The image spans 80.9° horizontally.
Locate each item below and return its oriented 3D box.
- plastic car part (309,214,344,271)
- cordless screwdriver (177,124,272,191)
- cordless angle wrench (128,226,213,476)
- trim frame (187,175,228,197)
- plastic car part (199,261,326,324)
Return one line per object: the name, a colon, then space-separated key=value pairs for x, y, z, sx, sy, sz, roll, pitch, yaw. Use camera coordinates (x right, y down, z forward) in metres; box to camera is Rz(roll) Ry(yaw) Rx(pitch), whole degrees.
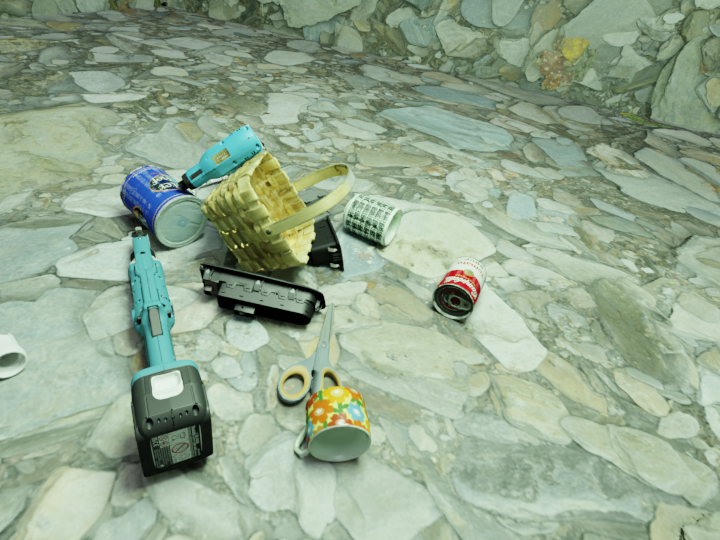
plastic car part: x=-0.078 y=-0.051 z=0.796 sx=0.070 sy=0.063 sz=0.122 roll=-15 pitch=39 yaw=-10
cordless screwdriver: x=-0.253 y=-0.205 z=0.824 sx=0.159 sy=0.073 sz=0.252 roll=-33 pitch=11 yaw=2
cordless angle wrench: x=-0.288 y=0.062 z=0.588 sx=0.072 sy=0.096 sz=0.447 roll=-10 pitch=37 yaw=-27
trim frame: x=-0.265 y=-0.174 z=0.938 sx=0.240 sy=0.027 sz=0.194 roll=-23 pitch=49 yaw=-37
plastic car part: x=-0.153 y=0.041 z=0.653 sx=0.203 sy=0.065 sz=0.068 roll=9 pitch=47 yaw=0
